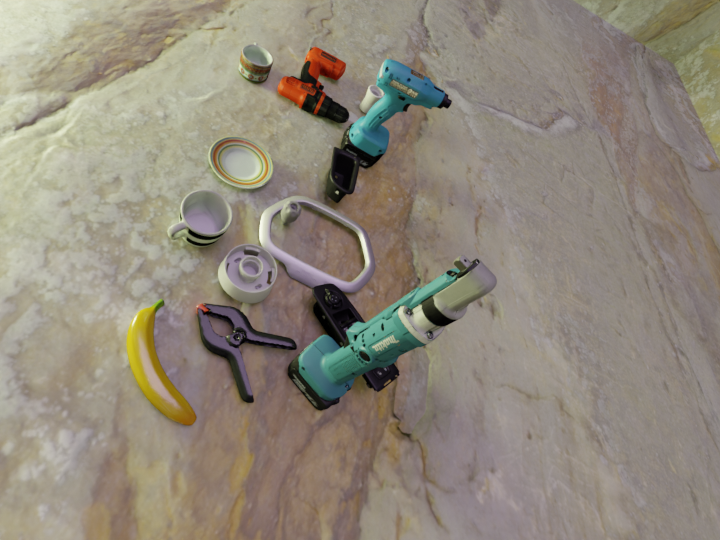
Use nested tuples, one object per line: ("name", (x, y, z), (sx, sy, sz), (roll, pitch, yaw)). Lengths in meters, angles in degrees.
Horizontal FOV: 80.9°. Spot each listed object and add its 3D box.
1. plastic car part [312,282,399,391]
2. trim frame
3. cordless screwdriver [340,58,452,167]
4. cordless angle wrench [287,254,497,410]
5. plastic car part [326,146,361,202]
("plastic car part", (-0.020, 0.113, 0.737), (0.064, 0.067, 0.208), (-24, 74, -35))
("trim frame", (-0.081, -0.053, 0.831), (0.244, 0.028, 0.186), (27, 54, -9))
("cordless screwdriver", (0.066, -0.324, 0.922), (0.155, 0.251, 0.076), (24, 56, -15))
("cordless angle wrench", (0.019, 0.093, 0.543), (0.099, 0.427, 0.073), (50, 53, 2))
("plastic car part", (-0.047, -0.194, 0.904), (0.064, 0.071, 0.119), (20, 56, -17))
